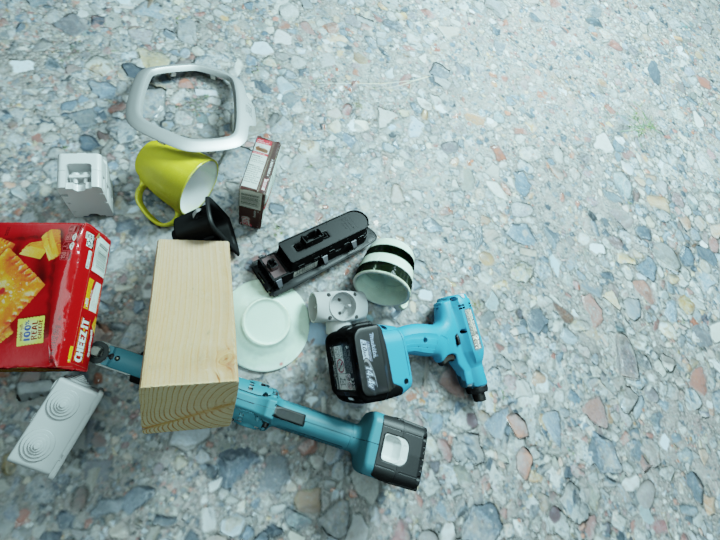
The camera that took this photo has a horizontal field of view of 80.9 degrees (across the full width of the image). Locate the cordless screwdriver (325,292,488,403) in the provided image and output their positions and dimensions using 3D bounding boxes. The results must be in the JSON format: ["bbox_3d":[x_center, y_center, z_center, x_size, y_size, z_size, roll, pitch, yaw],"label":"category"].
[{"bbox_3d":[0.080,0.129,0.586,0.239,0.076,0.161,-9,79,-33],"label":"cordless screwdriver"}]

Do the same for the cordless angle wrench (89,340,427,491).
[{"bbox_3d":[-0.131,0.167,0.526,0.420,0.097,0.075,20,67,-3],"label":"cordless angle wrench"}]

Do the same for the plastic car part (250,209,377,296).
[{"bbox_3d":[-0.062,-0.040,0.632,0.198,0.065,0.070,-26,56,-28],"label":"plastic car part"}]

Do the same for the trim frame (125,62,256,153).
[{"bbox_3d":[-0.249,-0.250,0.637,0.179,0.027,0.259,0,47,-18],"label":"trim frame"}]

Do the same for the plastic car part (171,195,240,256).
[{"bbox_3d":[-0.217,-0.054,0.575,0.071,0.114,0.067,-21,77,0],"label":"plastic car part"}]
